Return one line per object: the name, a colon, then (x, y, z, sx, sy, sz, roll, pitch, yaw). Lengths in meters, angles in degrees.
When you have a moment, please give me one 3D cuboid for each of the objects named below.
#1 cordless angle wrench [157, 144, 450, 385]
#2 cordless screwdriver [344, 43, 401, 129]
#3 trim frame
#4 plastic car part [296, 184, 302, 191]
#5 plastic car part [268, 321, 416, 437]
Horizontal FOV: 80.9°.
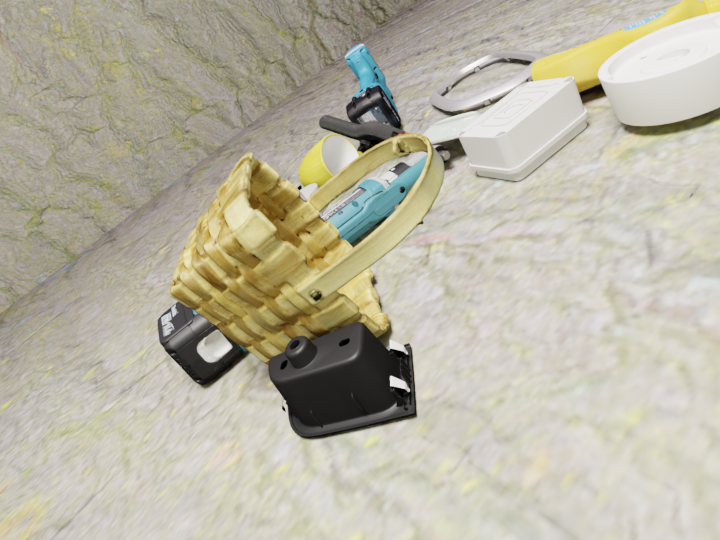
cordless angle wrench: (-0.052, -0.034, 0.529, 0.420, 0.071, 0.103, -39, 27, -12)
cordless screwdriver: (0.034, -0.352, 0.878, 0.076, 0.150, 0.257, -27, 43, 23)
trim frame: (0.218, -0.335, 0.739, 0.186, 0.026, 0.256, -31, 27, 10)
plastic car part: (-0.170, -0.079, 0.715, 0.069, 0.065, 0.201, 28, 55, 14)
plastic car part: (-0.025, 0.078, 0.326, 0.119, 0.068, 0.067, -21, 28, 20)
